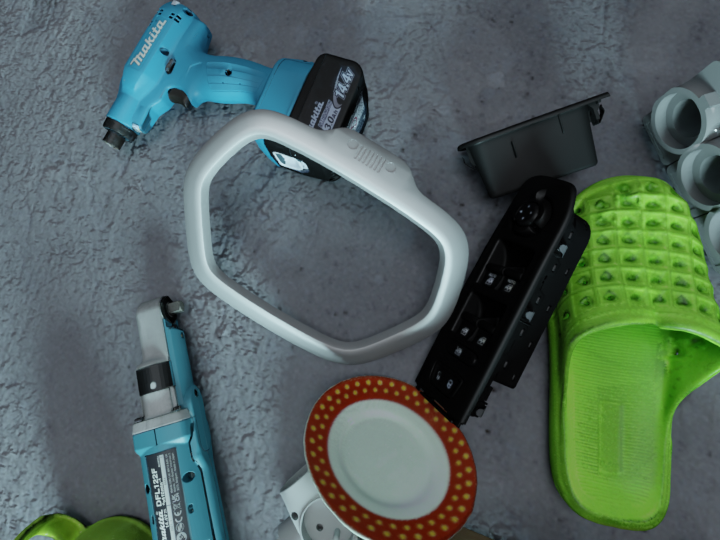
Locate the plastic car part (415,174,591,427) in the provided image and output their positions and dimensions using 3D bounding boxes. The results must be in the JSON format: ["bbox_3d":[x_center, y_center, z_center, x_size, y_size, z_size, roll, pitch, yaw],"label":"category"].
[{"bbox_3d":[0.121,0.024,0.332,0.065,0.068,0.203,22,92,-15],"label":"plastic car part"}]

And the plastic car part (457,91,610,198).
[{"bbox_3d":[0.151,-0.097,0.370,0.117,0.066,0.071,-22,93,5],"label":"plastic car part"}]

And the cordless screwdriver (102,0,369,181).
[{"bbox_3d":[-0.126,-0.154,0.406,0.256,0.072,0.159,25,83,15],"label":"cordless screwdriver"}]

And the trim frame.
[{"bbox_3d":[-0.034,-0.022,0.350,0.249,0.027,0.184,32,108,1],"label":"trim frame"}]

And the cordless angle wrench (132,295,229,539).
[{"bbox_3d":[-0.128,0.226,0.329,0.098,0.072,0.433,-18,74,1],"label":"cordless angle wrench"}]
